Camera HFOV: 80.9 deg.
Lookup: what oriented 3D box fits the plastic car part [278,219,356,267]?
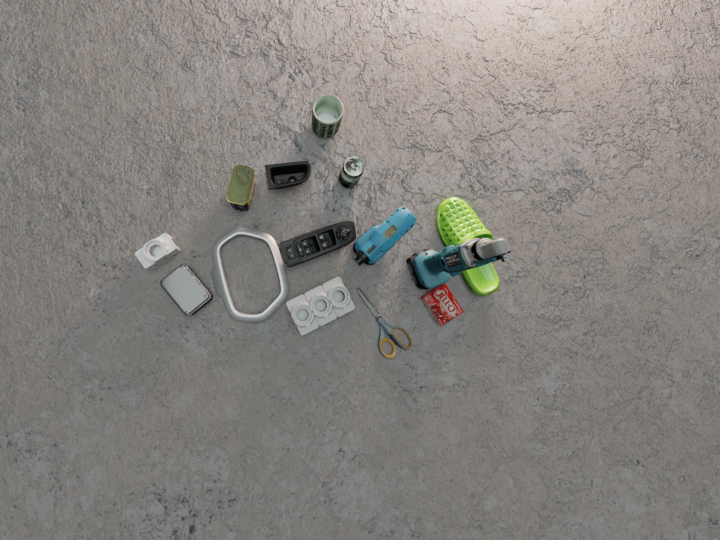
[{"bbox_3d":[-0.106,-0.069,1.082,0.201,0.067,0.067,-22,86,-8],"label":"plastic car part"}]

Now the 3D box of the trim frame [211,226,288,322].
[{"bbox_3d":[-0.285,0.009,1.075,0.182,0.027,0.251,-17,82,-7],"label":"trim frame"}]

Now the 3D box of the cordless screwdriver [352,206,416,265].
[{"bbox_3d":[0.032,-0.059,0.999,0.158,0.249,0.074,-43,92,-11],"label":"cordless screwdriver"}]

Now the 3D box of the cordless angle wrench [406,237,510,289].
[{"bbox_3d":[0.203,-0.022,0.918,0.073,0.424,0.099,-20,88,-11],"label":"cordless angle wrench"}]

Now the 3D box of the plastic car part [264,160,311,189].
[{"bbox_3d":[-0.186,-0.242,1.102,0.115,0.071,0.066,-9,84,-7],"label":"plastic car part"}]
